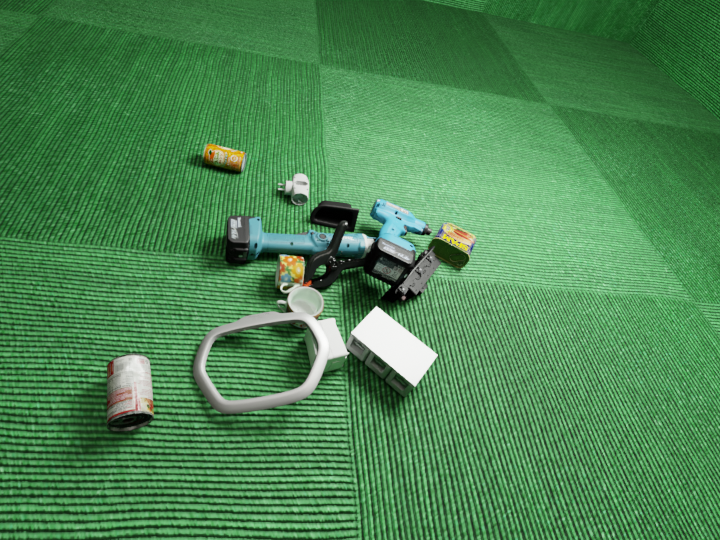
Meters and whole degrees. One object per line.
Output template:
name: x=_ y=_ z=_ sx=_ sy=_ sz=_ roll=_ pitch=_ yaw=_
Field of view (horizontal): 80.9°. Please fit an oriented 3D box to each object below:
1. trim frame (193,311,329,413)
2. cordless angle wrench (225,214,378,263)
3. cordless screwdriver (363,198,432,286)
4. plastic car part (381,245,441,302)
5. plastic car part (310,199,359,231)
trim frame: x=-0.178 y=0.156 z=0.760 sx=0.249 sy=0.026 sz=0.191 roll=-13 pitch=56 yaw=0
cordless angle wrench: x=-0.096 y=-0.063 z=0.982 sx=0.412 sy=0.073 sz=0.102 roll=2 pitch=49 yaw=-16
cordless screwdriver: x=0.093 y=-0.066 z=0.972 sx=0.158 sy=0.074 sz=0.253 roll=22 pitch=36 yaw=-7
plastic car part: x=0.132 y=0.011 z=0.979 sx=0.068 sy=0.066 sz=0.201 roll=38 pitch=51 yaw=3
plastic car part: x=-0.066 y=-0.151 z=1.076 sx=0.116 sy=0.065 sz=0.072 roll=11 pitch=33 yaw=-2
